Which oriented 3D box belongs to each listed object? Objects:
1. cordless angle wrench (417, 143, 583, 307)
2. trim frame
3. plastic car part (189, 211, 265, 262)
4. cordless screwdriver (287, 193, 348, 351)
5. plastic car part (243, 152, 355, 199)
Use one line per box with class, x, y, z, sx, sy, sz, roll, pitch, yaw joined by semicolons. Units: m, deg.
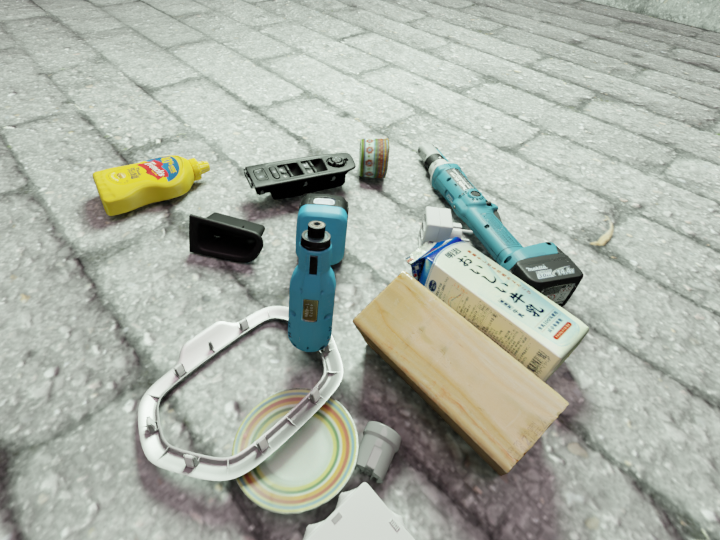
cordless angle wrench;0.194;-0.109;0.728;0.096;0.072;0.443;-10;45;-15
trim frame;-0.134;0.124;0.490;0.194;0.026;0.244;28;51;35
plastic car part;-0.201;-0.058;0.663;0.117;0.064;0.072;11;31;2
cordless screwdriver;-0.054;-0.035;0.553;0.074;0.155;0.255;5;32;-3
plastic car part;-0.102;-0.166;0.762;0.199;0.065;0.070;-18;43;-16
